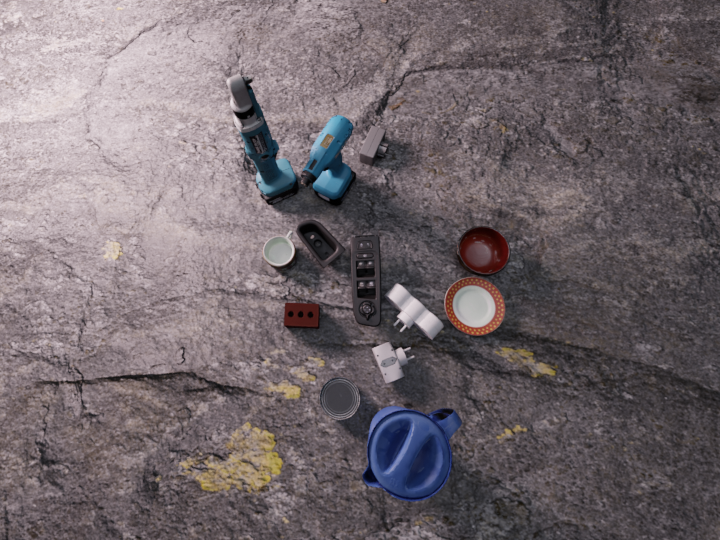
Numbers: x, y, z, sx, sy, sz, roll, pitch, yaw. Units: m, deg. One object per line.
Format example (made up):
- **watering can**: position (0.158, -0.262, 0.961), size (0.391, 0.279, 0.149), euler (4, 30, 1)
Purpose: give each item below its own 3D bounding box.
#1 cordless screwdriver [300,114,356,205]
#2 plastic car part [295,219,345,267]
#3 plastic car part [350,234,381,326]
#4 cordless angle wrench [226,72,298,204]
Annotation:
- **cordless screwdriver**: position (-0.073, -0.212, 0.932), size (0.076, 0.244, 0.159), euler (29, 78, 6)
- **plastic car part**: position (-0.096, -0.063, 0.982), size (0.066, 0.069, 0.120), euler (-39, 77, -8)
- **plastic car part**: position (0.012, 0.025, 0.951), size (0.067, 0.066, 0.206), euler (-2, 74, 1)
- **cordless angle wrench**: position (-0.203, -0.254, 0.865), size (0.097, 0.415, 0.076), euler (-24, 79, -6)
